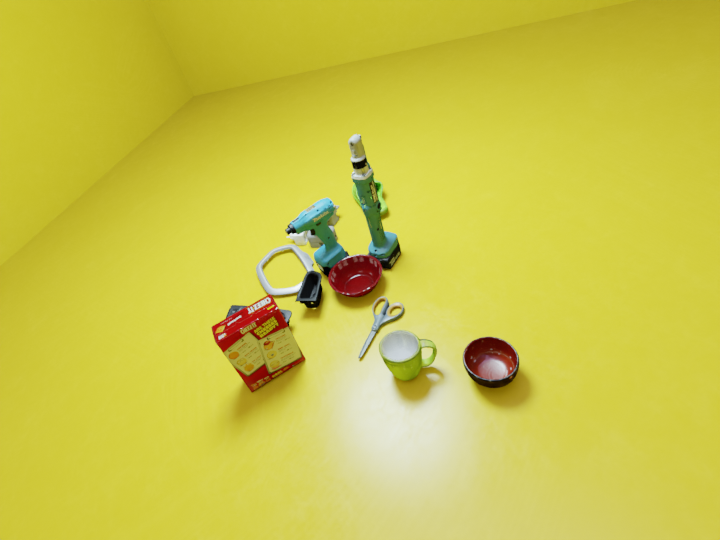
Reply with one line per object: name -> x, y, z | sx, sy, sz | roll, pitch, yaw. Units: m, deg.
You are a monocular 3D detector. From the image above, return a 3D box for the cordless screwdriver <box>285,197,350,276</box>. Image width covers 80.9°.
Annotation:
cordless screwdriver -> -0.124, -0.081, 1.264 | 0.157, 0.237, 0.079 | -34, 42, -18

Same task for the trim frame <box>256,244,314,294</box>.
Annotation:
trim frame -> -0.247, -0.004, 1.396 | 0.182, 0.026, 0.262 | -30, 41, -10

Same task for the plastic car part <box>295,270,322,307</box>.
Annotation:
plastic car part -> -0.139, 0.064, 1.242 | 0.068, 0.068, 0.118 | -4, 43, 18

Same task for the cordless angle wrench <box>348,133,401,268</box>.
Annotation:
cordless angle wrench -> 0.030, -0.183, 1.182 | 0.078, 0.404, 0.097 | 13, 49, 33

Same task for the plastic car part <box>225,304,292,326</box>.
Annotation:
plastic car part -> -0.289, 0.146, 1.220 | 0.210, 0.064, 0.067 | -2, 43, 22
